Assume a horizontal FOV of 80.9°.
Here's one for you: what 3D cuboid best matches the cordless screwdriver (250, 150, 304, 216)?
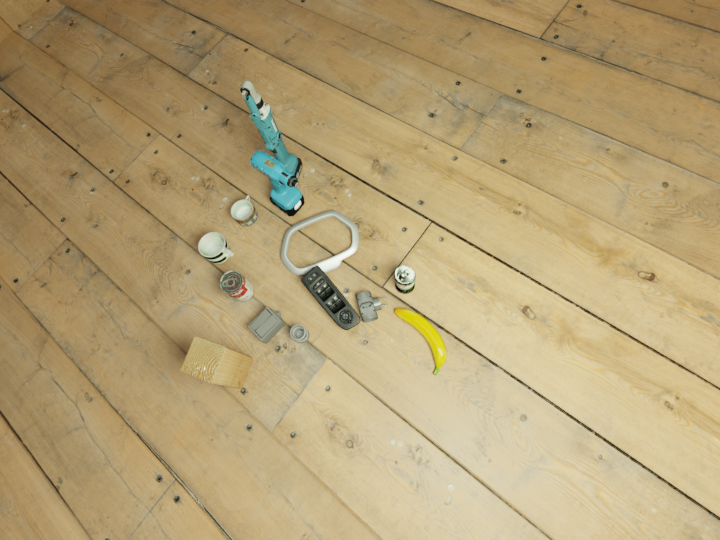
[{"bbox_3d":[-0.220,-0.240,1.238,0.165,0.240,0.074,36,78,18],"label":"cordless screwdriver"}]

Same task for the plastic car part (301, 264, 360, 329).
[{"bbox_3d":[-0.080,0.083,1.179,0.066,0.064,0.211,-39,67,-7],"label":"plastic car part"}]

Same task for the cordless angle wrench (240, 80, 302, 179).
[{"bbox_3d":[-0.256,-0.386,1.211,0.076,0.409,0.099,13,73,11],"label":"cordless angle wrench"}]

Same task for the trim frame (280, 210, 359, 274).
[{"bbox_3d":[-0.125,-0.081,1.273,0.249,0.026,0.191,-23,66,2],"label":"trim frame"}]
